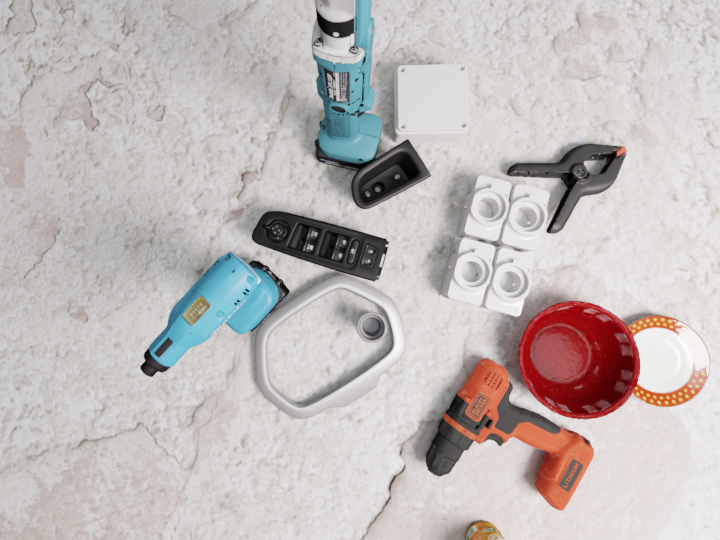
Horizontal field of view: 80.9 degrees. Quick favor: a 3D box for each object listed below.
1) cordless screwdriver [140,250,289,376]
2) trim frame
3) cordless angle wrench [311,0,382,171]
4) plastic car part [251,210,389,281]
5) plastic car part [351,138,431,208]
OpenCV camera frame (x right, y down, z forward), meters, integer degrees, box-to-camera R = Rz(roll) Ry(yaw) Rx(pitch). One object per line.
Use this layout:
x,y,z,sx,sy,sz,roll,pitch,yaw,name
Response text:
-0.180,0.055,0.557,0.075,0.247,0.159,43,88,1,cordless screwdriver
-0.051,0.119,0.651,0.248,0.027,0.186,-34,83,1,trim frame
-0.017,-0.208,0.482,0.098,0.420,0.074,14,88,0,cordless angle wrench
-0.063,-0.041,0.647,0.205,0.066,0.066,17,87,5,plastic car part
0.036,-0.136,0.646,0.116,0.070,0.067,-31,86,0,plastic car part
